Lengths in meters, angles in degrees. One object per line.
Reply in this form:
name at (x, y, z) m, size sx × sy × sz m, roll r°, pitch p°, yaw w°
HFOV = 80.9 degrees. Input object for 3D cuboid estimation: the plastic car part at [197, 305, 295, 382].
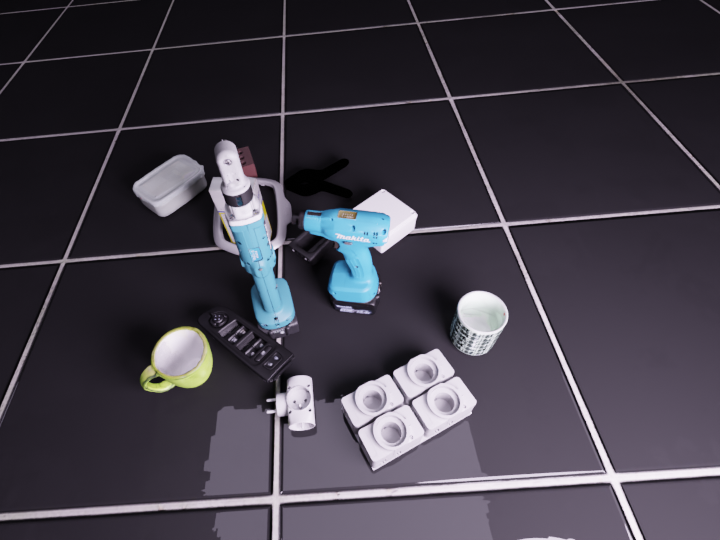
plastic car part at (-0.211, 0.132, 0.768) m, size 0.212 × 0.065 × 0.066 m, roll 31°, pitch 60°, yaw 25°

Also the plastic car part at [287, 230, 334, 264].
plastic car part at (-0.088, -0.057, 0.898) m, size 0.069 × 0.068 × 0.115 m, roll 33°, pitch 62°, yaw 24°

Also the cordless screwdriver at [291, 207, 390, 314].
cordless screwdriver at (-0.033, -0.018, 0.755) m, size 0.162 × 0.240 × 0.075 m, roll 9°, pitch 54°, yaw 8°

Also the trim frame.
trim frame at (-0.254, -0.130, 0.996) m, size 0.184 × 0.026 × 0.258 m, roll -10°, pitch 53°, yaw -2°

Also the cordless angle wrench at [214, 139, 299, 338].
cordless angle wrench at (-0.162, -0.024, 0.667) m, size 0.073 × 0.409 × 0.102 m, roll -14°, pitch 54°, yaw -10°
